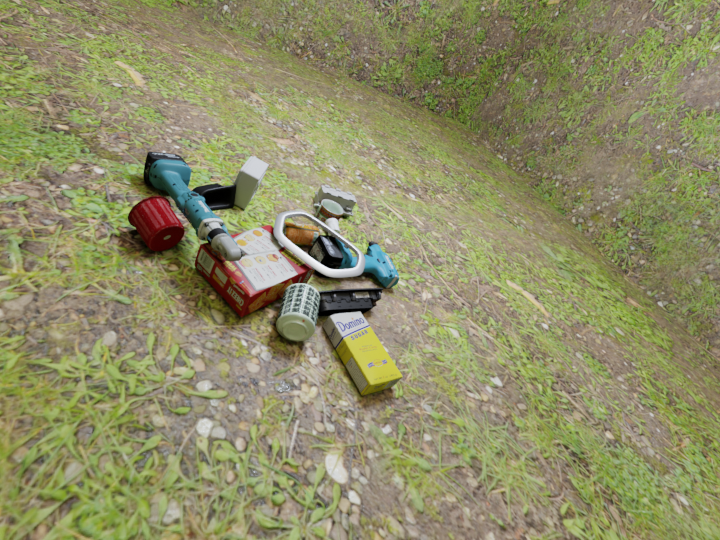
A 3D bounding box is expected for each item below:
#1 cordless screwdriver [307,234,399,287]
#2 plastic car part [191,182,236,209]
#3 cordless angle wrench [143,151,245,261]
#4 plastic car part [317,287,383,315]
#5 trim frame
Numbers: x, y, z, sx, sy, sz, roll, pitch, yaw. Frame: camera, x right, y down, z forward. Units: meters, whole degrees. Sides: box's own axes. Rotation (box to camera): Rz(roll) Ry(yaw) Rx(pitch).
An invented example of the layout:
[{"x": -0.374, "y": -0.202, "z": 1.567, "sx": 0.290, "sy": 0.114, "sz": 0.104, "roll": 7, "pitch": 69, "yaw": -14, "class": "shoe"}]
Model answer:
[{"x": -0.021, "y": -0.039, "z": 1.131, "sx": 0.237, "sy": 0.074, "sz": 0.167, "roll": 11, "pitch": 37, "yaw": -33, "class": "cordless screwdriver"}, {"x": -0.386, "y": -0.194, "z": 1.082, "sx": 0.075, "sy": 0.065, "sz": 0.112, "roll": 33, "pitch": 33, "yaw": 32, "class": "plastic car part"}, {"x": -0.370, "y": -0.144, "z": 0.931, "sx": 0.093, "sy": 0.073, "sz": 0.447, "roll": -4, "pitch": 36, "yaw": -43, "class": "cordless angle wrench"}, {"x": -0.036, "y": 0.076, "z": 0.980, "sx": 0.193, "sy": 0.068, "sz": 0.069, "roll": 5, "pitch": 67, "yaw": -35, "class": "plastic car part"}, {"x": -0.098, "y": -0.064, "z": 1.007, "sx": 0.255, "sy": 0.027, "sz": 0.181, "roll": 33, "pitch": 37, "yaw": 12, "class": "trim frame"}]
